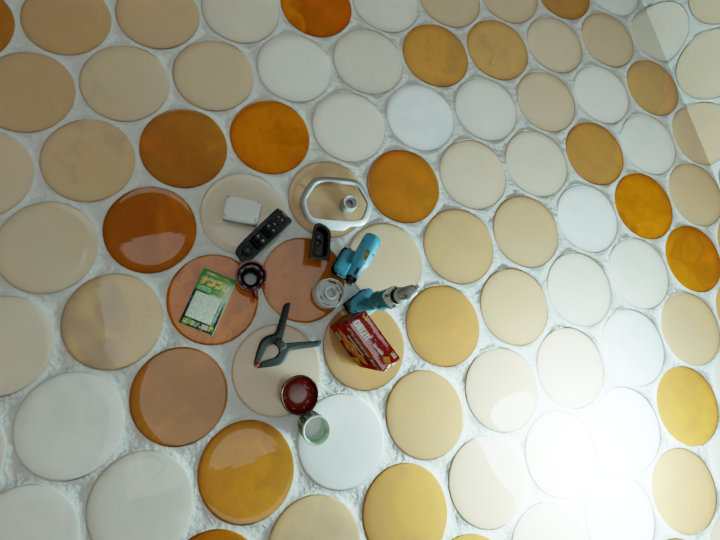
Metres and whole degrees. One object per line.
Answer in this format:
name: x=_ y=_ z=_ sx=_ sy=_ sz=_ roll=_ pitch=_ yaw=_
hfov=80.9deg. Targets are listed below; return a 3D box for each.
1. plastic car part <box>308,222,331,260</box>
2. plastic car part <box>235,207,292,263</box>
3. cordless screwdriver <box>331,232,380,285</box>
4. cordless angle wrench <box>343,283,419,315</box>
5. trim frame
plastic car part: x=-0.132 y=-0.087 z=1.355 sx=0.065 sy=0.071 sz=0.118 roll=8 pitch=77 yaw=-13
plastic car part: x=-0.309 y=-0.103 z=1.323 sx=0.066 sy=0.068 sz=0.202 roll=44 pitch=73 yaw=-3
cordless screwdriver: x=-0.027 y=-0.014 z=1.267 sx=0.073 sy=0.252 sz=0.159 roll=32 pitch=73 yaw=-10
cordless angle wrench: x=0.055 y=0.083 z=1.171 sx=0.097 sy=0.428 sz=0.074 roll=-37 pitch=93 yaw=-19
trim frame: x=-0.080 y=-0.225 z=1.420 sx=0.244 sy=0.028 sz=0.186 roll=1 pitch=77 yaw=-12
